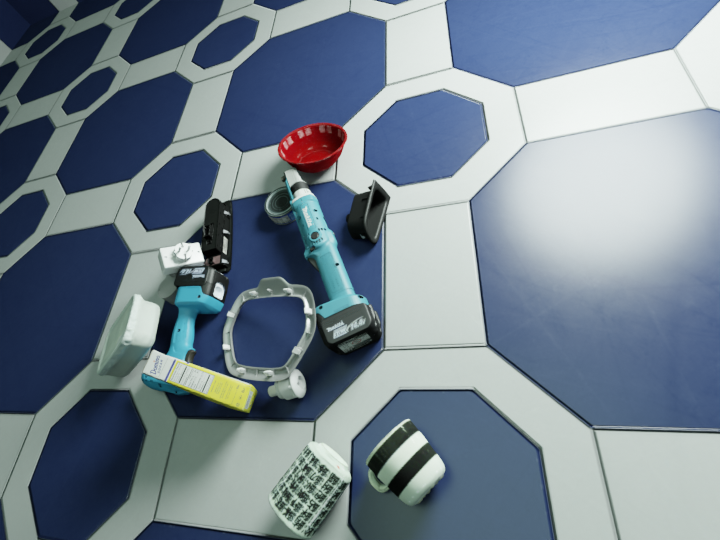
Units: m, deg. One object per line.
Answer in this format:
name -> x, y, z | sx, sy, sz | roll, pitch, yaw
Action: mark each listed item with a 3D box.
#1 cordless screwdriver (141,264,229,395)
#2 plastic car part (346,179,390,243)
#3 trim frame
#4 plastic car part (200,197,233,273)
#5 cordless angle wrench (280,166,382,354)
cordless screwdriver -> -0.323, 0.116, 0.835 | 0.165, 0.070, 0.252 | 1, 65, 24
plastic car part -> 0.006, -0.111, 0.837 | 0.074, 0.062, 0.117 | 0, 64, 40
trim frame -> -0.175, 0.103, 0.764 | 0.259, 0.026, 0.187 | -8, 64, 40
plastic car part -> -0.334, -0.088, 0.971 | 0.068, 0.063, 0.210 | -20, 52, 19
cordless angle wrench -> -0.079, -0.052, 0.811 | 0.099, 0.070, 0.442 | -27, 57, 6
